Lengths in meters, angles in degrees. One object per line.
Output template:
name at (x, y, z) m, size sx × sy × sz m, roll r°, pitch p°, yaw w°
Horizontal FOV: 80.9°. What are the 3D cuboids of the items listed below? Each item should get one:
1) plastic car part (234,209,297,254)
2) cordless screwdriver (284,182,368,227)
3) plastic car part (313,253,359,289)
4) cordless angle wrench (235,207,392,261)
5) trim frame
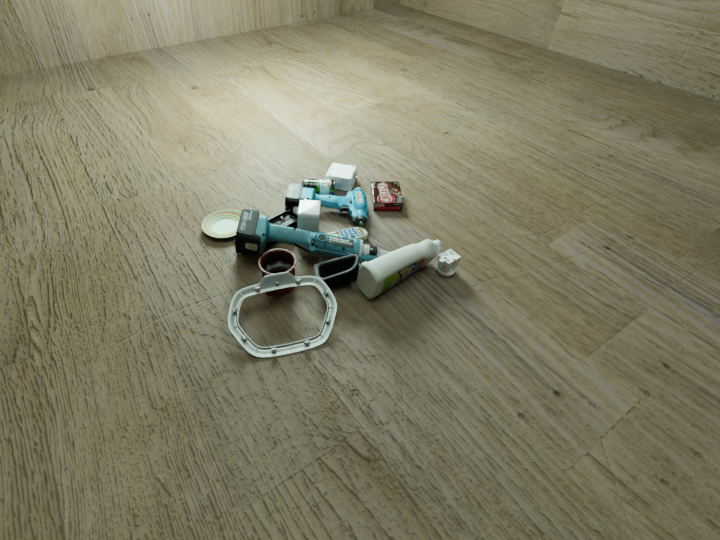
plastic car part at (-0.251, -0.104, 1.173) m, size 0.070 × 0.064 × 0.199 m, roll 30°, pitch 51°, yaw 29°
cordless screwdriver at (-0.101, -0.190, 1.263) m, size 0.247 × 0.072 × 0.164 m, roll 2°, pitch 44°, yaw -4°
plastic car part at (-0.051, 0.011, 1.051) m, size 0.118 × 0.067 × 0.068 m, roll -14°, pitch 44°, yaw 7°
cordless angle wrench at (-0.108, -0.071, 1.104) m, size 0.418 × 0.073 × 0.100 m, roll 11°, pitch 57°, yaw -6°
trim frame at (-0.174, 0.094, 0.953) m, size 0.245 × 0.027 × 0.190 m, roll -11°, pitch 67°, yaw -9°
